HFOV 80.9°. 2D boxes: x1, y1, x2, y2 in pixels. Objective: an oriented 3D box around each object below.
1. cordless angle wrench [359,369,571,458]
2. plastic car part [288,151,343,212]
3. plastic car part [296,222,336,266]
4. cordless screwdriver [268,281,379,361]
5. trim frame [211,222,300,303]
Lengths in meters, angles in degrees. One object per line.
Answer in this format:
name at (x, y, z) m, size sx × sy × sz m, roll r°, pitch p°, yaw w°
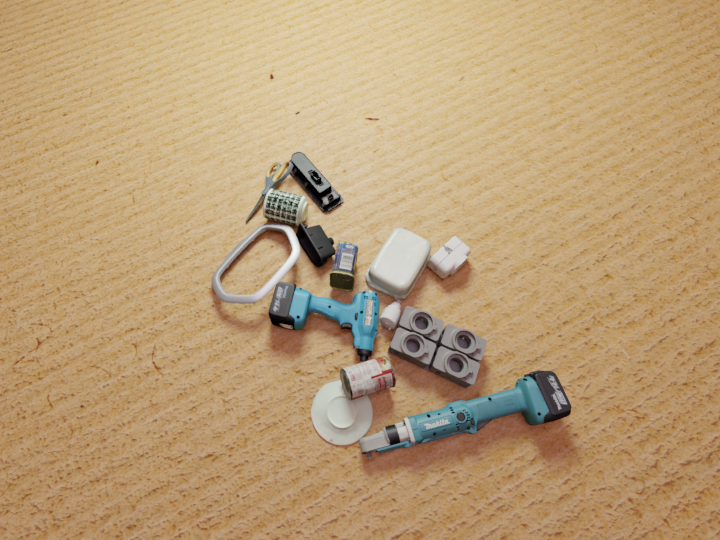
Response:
cordless angle wrench at (0.203, 0.304, 0.868) m, size 0.422 × 0.072 × 0.101 m, roll -14°, pitch 66°, yaw -2°
plastic car part at (-0.132, -0.251, 1.145) m, size 0.066 × 0.065 × 0.211 m, roll -37°, pitch 67°, yaw -8°
plastic car part at (-0.104, -0.068, 1.062) m, size 0.069 × 0.065 × 0.120 m, roll -27°, pitch 70°, yaw -27°
cordless screwdriver at (-0.084, 0.114, 0.965) m, size 0.249 × 0.073 × 0.162 m, roll 7°, pitch 66°, yaw 1°
trim frame at (-0.255, -0.020, 1.034) m, size 0.194 × 0.026 × 0.247 m, roll 28°, pitch 70°, yaw 29°
